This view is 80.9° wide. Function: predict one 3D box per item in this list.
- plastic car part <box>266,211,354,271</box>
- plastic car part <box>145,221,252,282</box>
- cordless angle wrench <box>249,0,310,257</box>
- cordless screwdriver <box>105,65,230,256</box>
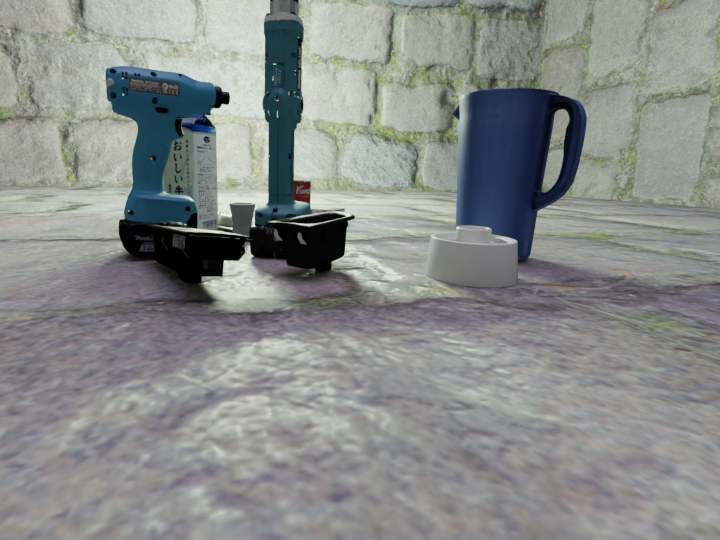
[{"bbox_3d":[-0.050,-0.033,0.516,0.069,0.070,0.112,10,14,34],"label":"plastic car part"},{"bbox_3d":[-0.191,-0.024,0.471,0.063,0.066,0.214,-6,15,-36],"label":"plastic car part"},{"bbox_3d":[-0.108,-0.231,0.593,0.075,0.418,0.097,4,10,6],"label":"cordless angle wrench"},{"bbox_3d":[-0.260,-0.145,0.589,0.153,0.246,0.078,-4,12,-32],"label":"cordless screwdriver"}]
